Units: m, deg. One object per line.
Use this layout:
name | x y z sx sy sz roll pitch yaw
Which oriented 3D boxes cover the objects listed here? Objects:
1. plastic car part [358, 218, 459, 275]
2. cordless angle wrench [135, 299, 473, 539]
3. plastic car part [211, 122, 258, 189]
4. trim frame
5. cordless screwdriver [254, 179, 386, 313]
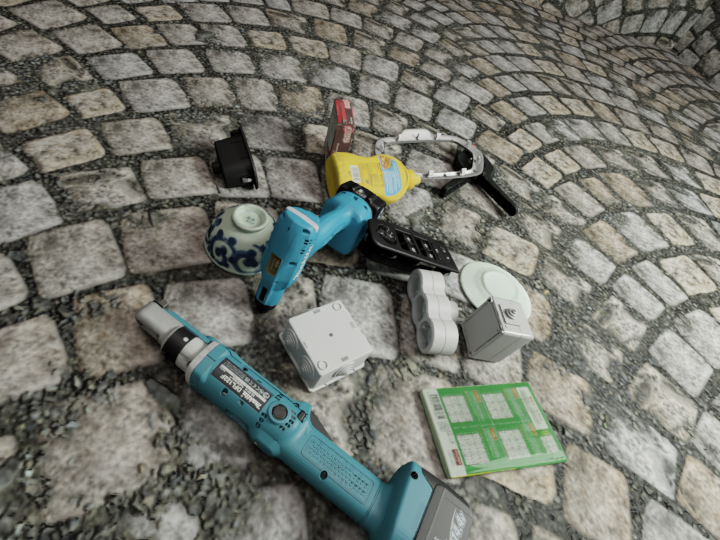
plastic car part | 0.070 -0.031 0.674 0.192 0.068 0.069 19 49 -42
cordless angle wrench | -0.091 0.165 0.464 0.434 0.073 0.097 33 47 13
plastic car part | -0.223 -0.189 0.735 0.070 0.064 0.121 -13 59 -13
trim frame | 0.152 -0.255 0.919 0.244 0.027 0.193 -8 46 -13
cordless screwdriver | -0.061 -0.040 0.624 0.076 0.158 0.244 35 32 10
